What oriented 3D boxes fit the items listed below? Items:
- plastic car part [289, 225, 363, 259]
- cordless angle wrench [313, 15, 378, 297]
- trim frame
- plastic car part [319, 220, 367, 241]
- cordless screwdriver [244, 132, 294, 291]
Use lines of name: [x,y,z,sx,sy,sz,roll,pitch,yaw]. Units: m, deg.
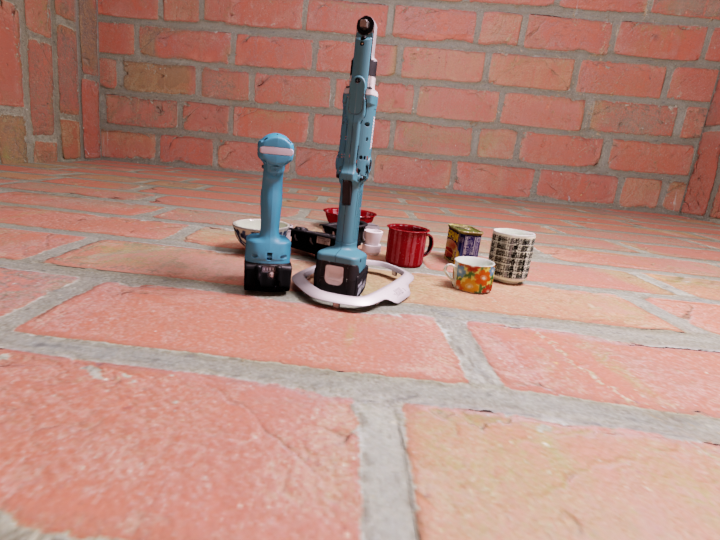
plastic car part: [-0.088,-0.058,0.902,0.063,0.066,0.215,-7,20,-42]
cordless angle wrench: [-0.012,-0.166,0.665,0.076,0.418,0.096,10,14,13]
trim frame: [-0.008,0.017,0.737,0.193,0.027,0.240,14,18,28]
plastic car part: [-0.033,-0.077,0.981,0.111,0.070,0.070,-8,20,-41]
cordless screwdriver: [-0.150,-0.098,0.696,0.073,0.246,0.165,3,14,-15]
